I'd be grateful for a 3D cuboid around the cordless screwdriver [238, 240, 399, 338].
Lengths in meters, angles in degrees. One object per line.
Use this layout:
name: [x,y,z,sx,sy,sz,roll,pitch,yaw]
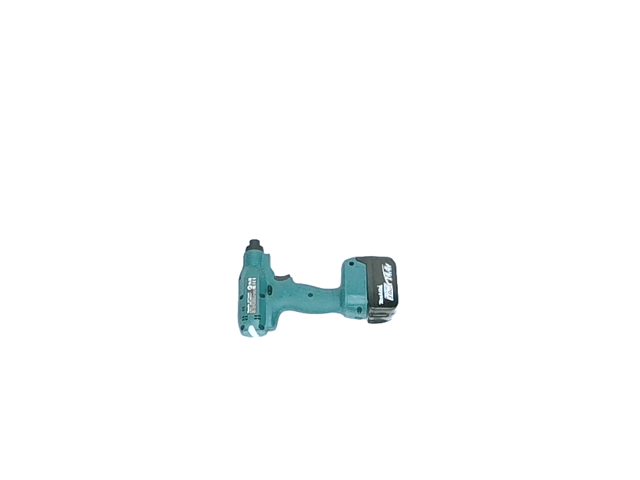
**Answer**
cordless screwdriver: [-0.006,0.065,0.669,0.249,0.159,0.074,-5,-26,2]
